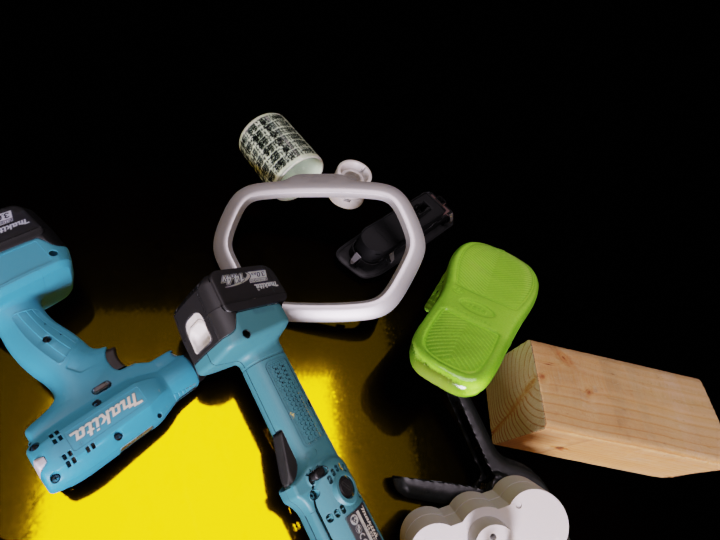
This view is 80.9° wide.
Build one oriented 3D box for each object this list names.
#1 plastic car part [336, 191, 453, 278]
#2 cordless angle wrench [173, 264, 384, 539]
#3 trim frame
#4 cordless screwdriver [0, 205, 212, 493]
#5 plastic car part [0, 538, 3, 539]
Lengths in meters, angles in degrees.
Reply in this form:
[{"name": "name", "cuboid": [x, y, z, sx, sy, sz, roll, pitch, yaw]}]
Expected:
[{"name": "plastic car part", "cuboid": [0.058, -0.056, 0.570, 0.199, 0.067, 0.068, -34, 80, -29]}, {"name": "cordless angle wrench", "cuboid": [-0.031, 0.191, 0.359, 0.094, 0.075, 0.437, -5, 57, -54]}, {"name": "trim frame", "cuboid": [-0.049, -0.032, 0.498, 0.249, 0.027, 0.187, -1, 77, 2]}, {"name": "cordless screwdriver", "cuboid": [-0.267, 0.048, 0.396, 0.255, 0.074, 0.155, 46, 46, 12]}, {"name": "plastic car part", "cuboid": [-0.302, 0.214, 0.284, 0.117, 0.065, 0.071, 20, 68, 1]}]
